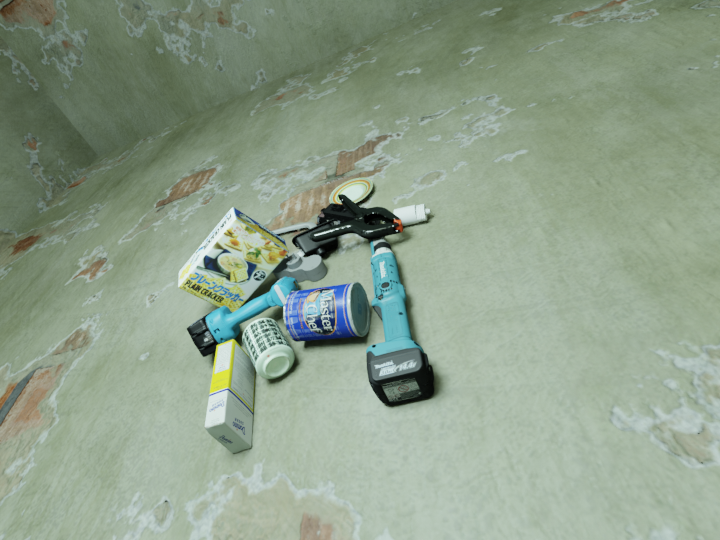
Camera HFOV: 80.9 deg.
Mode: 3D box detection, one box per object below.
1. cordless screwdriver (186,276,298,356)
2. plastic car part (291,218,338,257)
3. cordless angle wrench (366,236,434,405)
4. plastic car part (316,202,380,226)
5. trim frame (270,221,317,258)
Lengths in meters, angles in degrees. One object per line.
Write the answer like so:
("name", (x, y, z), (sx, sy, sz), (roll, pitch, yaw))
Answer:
("cordless screwdriver", (-0.249, 0.088, 0.940), (0.250, 0.074, 0.160), (-29, 7, 5))
("plastic car part", (-0.102, -0.067, 1.044), (0.115, 0.064, 0.074), (-26, 57, -16))
("cordless angle wrench", (0.055, 0.049, 0.818), (0.099, 0.071, 0.436), (-19, 37, 11))
("plastic car part", (-0.036, -0.142, 1.098), (0.214, 0.064, 0.065), (19, 49, 41))
("trim frame", (-0.225, -0.065, 1.152), (0.255, 0.026, 0.188), (-14, 41, 20))
